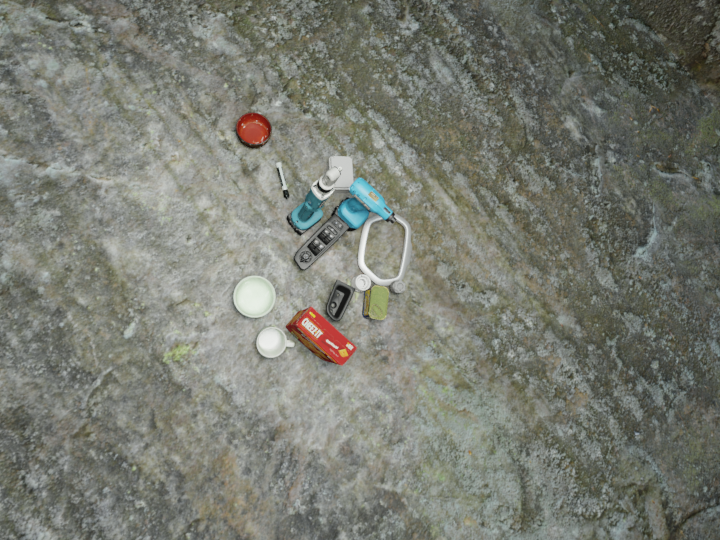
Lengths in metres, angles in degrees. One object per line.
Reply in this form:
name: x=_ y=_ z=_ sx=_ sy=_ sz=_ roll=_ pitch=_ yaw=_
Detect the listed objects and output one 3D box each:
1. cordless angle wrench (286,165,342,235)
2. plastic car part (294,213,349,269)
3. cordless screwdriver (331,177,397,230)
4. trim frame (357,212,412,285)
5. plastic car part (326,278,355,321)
cordless angle wrench: x=-0.124 y=-0.190 z=1.154 sx=0.097 sy=0.428 sz=0.074 roll=-39 pitch=94 yaw=-18
plastic car part: x=-0.129 y=-0.084 z=1.317 sx=0.066 sy=0.068 sz=0.202 roll=44 pitch=73 yaw=-3
cordless screwdriver: x=0.009 y=-0.176 z=1.270 sx=0.158 sy=0.252 sz=0.074 roll=44 pitch=72 yaw=-5
trim frame: x=0.084 y=-0.072 z=1.380 sx=0.181 sy=0.028 sz=0.251 roll=12 pitch=76 yaw=-9
plastic car part: x=-0.073 y=0.096 z=1.289 sx=0.065 sy=0.072 sz=0.117 roll=27 pitch=74 yaw=-9
